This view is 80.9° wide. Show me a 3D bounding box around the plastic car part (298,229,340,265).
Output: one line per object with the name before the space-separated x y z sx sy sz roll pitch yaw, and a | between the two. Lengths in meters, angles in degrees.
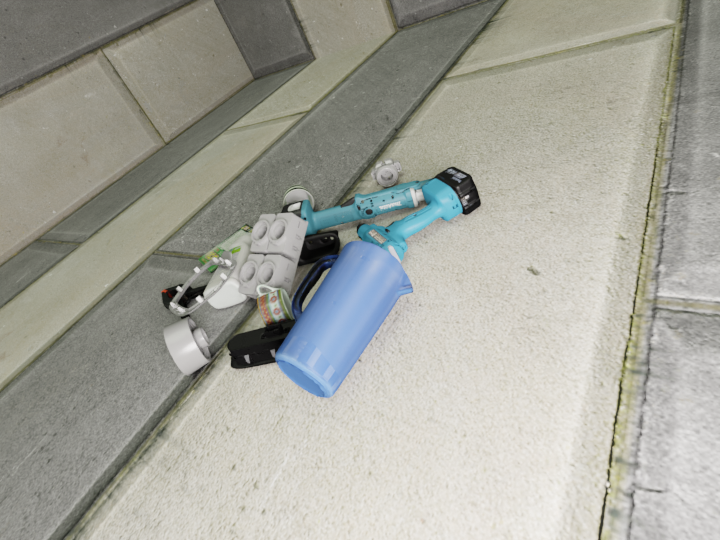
plastic car part | -0.096 -0.063 0.979 0.119 0.064 0.071 -13 22 15

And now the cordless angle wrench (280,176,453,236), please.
cordless angle wrench | 0.018 -0.153 0.992 0.432 0.094 0.076 -13 36 15

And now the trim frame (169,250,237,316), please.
trim frame | -0.365 0.026 0.973 0.183 0.026 0.260 -50 27 -20

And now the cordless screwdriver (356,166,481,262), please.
cordless screwdriver | 0.112 -0.120 0.891 0.248 0.071 0.167 -36 35 -5

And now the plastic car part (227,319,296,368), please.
plastic car part | -0.163 0.132 0.774 0.207 0.063 0.068 -19 43 18
